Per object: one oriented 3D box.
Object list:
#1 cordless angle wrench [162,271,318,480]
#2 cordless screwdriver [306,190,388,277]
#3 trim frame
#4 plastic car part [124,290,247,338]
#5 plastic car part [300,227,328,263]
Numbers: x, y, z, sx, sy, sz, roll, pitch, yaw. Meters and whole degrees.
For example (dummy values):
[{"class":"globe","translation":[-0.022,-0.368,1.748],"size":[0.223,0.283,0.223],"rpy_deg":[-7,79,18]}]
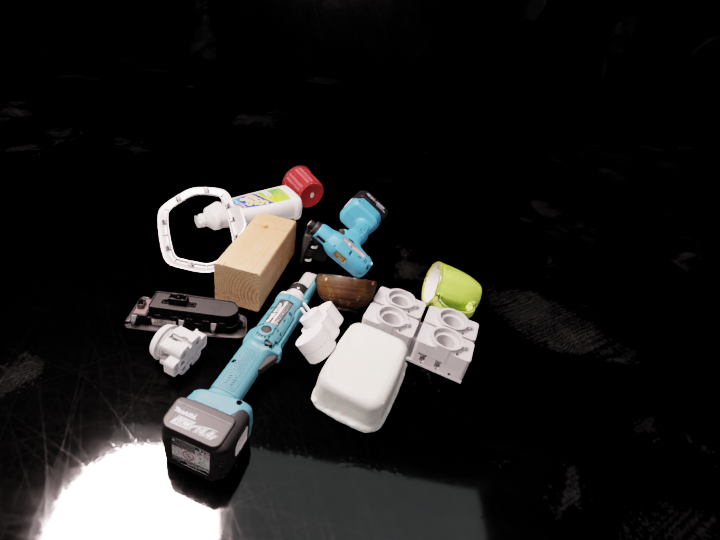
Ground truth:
[{"class":"cordless angle wrench","translation":[-0.153,0.116,0.682],"size":[0.100,0.073,0.423],"rpy_deg":[16,33,8]},{"class":"cordless screwdriver","translation":[-0.027,-0.106,0.971],"size":[0.156,0.075,0.250],"rpy_deg":[38,35,-11]},{"class":"trim frame","translation":[-0.346,-0.098,0.924],"size":[0.180,0.027,0.260],"rpy_deg":[-14,54,-15]},{"class":"plastic car part","translation":[-0.292,0.071,0.725],"size":[0.202,0.066,0.068],"rpy_deg":[10,27,-3]},{"class":"plastic car part","translation":[-0.094,-0.061,0.961],"size":[0.070,0.065,0.119],"rpy_deg":[21,30,-12]}]
